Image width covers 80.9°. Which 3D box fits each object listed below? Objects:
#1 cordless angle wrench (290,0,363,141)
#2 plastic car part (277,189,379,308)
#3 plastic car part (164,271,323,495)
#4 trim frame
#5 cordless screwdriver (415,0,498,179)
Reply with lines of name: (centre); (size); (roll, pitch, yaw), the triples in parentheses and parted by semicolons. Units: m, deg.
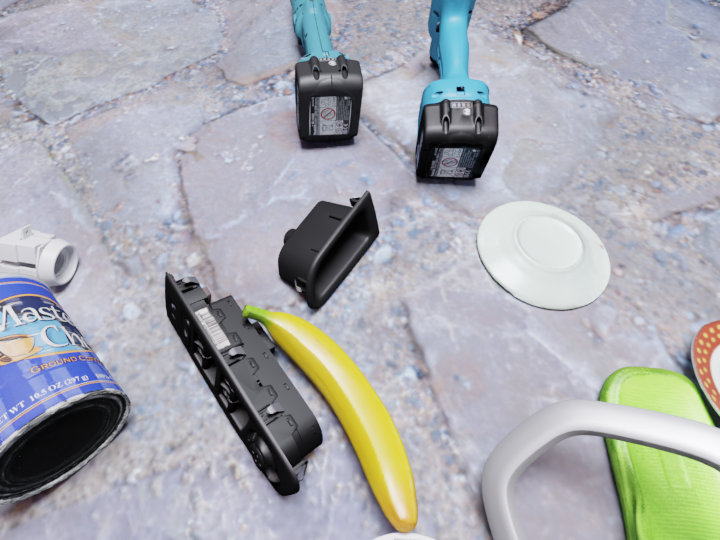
cordless angle wrench: (-0.070, -0.355, 0.612); (0.073, 0.095, 0.439); (-5, 54, -9)
plastic car part: (-0.041, -0.027, 0.424); (0.075, 0.063, 0.116); (26, 64, 32)
plastic car part: (-0.099, 0.085, 0.354); (0.064, 0.066, 0.212); (-14, 53, -40)
trim frame: (0.171, 0.199, 0.231); (0.187, 0.026, 0.258); (-31, 59, 23)
cordless screwdriver: (0.107, -0.226, 0.512); (0.075, 0.155, 0.252); (3, 73, 3)
